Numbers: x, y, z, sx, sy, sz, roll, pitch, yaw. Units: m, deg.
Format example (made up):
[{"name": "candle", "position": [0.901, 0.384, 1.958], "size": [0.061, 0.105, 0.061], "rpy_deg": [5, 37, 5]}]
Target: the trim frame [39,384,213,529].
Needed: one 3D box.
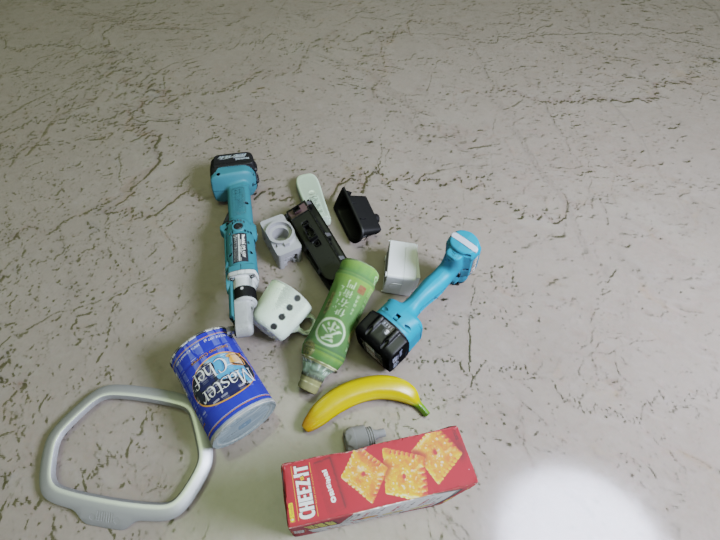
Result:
[{"name": "trim frame", "position": [-0.336, 0.263, 0.613], "size": [0.249, 0.027, 0.188], "rpy_deg": [6, 55, 1]}]

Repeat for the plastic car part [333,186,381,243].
[{"name": "plastic car part", "position": [0.001, -0.108, 0.855], "size": [0.068, 0.065, 0.121], "rpy_deg": [-11, 59, -28]}]

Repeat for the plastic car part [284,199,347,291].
[{"name": "plastic car part", "position": [-0.078, -0.051, 0.794], "size": [0.066, 0.065, 0.209], "rpy_deg": [-30, 72, -5]}]

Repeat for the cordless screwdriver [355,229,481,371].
[{"name": "cordless screwdriver", "position": [0.105, 0.054, 0.712], "size": [0.078, 0.153, 0.248], "rpy_deg": [40, 79, 23]}]

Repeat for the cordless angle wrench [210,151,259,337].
[{"name": "cordless angle wrench", "position": [-0.223, -0.064, 0.777], "size": [0.097, 0.072, 0.441], "rpy_deg": [-10, 50, -9]}]
